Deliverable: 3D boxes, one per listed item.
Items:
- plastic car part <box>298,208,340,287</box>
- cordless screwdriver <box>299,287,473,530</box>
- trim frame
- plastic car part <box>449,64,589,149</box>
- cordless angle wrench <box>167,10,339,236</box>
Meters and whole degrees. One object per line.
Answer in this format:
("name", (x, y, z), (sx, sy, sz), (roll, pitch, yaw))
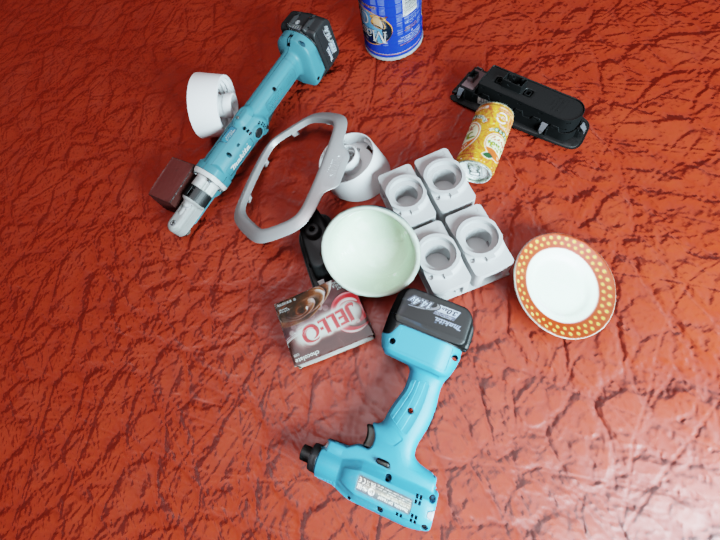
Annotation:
("plastic car part", (-0.058, -0.038, 0.597), (0.066, 0.068, 0.120), (-23, 69, 1))
("cordless screwdriver", (0.034, 0.145, 0.502), (0.165, 0.071, 0.250), (14, 77, 18))
("trim frame", (-0.104, -0.146, 0.640), (0.193, 0.026, 0.251), (-1, 59, 35))
("plastic car part", (0.237, -0.249, 0.616), (0.211, 0.065, 0.066), (38, 74, 21))
("cordless angle wrench", (-0.185, -0.236, 0.698), (0.078, 0.094, 0.423), (29, 81, 23))
